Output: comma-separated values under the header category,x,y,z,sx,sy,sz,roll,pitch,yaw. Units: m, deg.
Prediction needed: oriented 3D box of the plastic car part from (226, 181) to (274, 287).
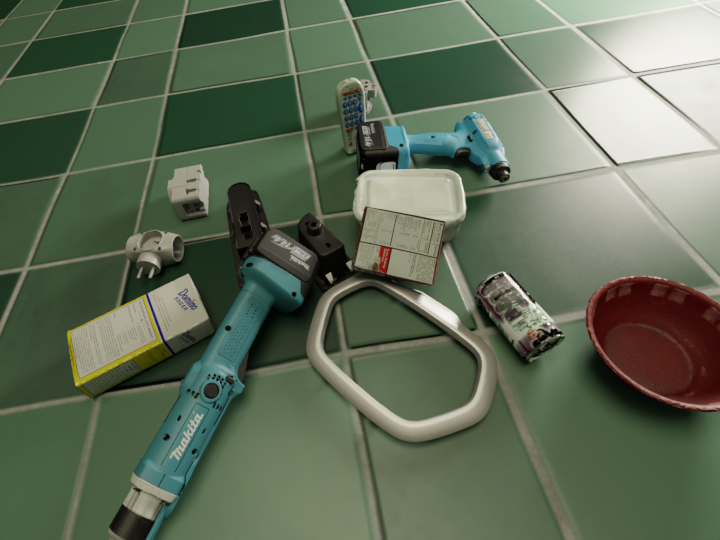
category,x,y,z,sx,sy,sz,roll,pitch,yaw
plastic car part,-0.184,-0.071,0.678,0.066,0.064,0.212,-21,49,-2

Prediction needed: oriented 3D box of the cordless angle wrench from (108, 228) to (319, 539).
category,x,y,z,sx,sy,sz,roll,pitch,yaw
cordless angle wrench,-0.177,0.141,0.495,0.096,0.076,0.425,32,60,-14

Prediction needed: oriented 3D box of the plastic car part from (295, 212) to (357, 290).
category,x,y,z,sx,sy,sz,roll,pitch,yaw
plastic car part,-0.061,-0.040,0.628,0.065,0.068,0.122,-30,57,-19

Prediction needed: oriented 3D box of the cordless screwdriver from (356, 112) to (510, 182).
category,x,y,z,sx,sy,sz,roll,pitch,yaw
cordless screwdriver,0.120,-0.199,0.728,0.248,0.072,0.165,-7,51,-3

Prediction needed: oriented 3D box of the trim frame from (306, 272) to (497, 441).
category,x,y,z,sx,sy,sz,roll,pitch,yaw
trim frame,0.045,0.096,0.533,0.261,0.026,0.182,32,63,30
